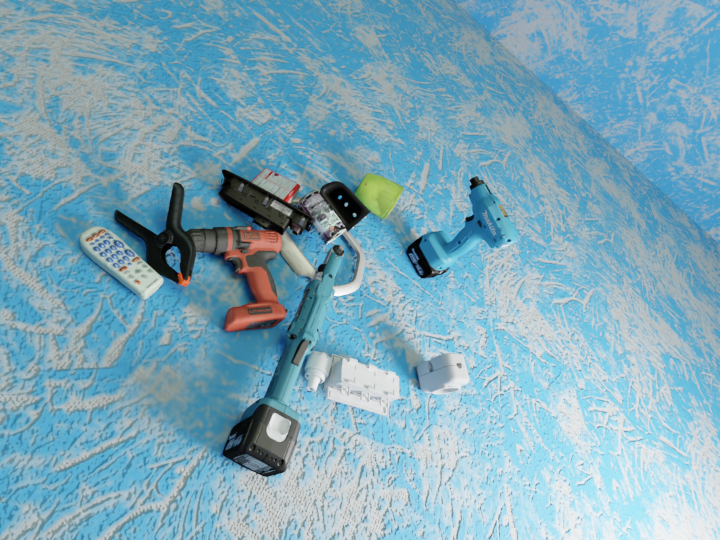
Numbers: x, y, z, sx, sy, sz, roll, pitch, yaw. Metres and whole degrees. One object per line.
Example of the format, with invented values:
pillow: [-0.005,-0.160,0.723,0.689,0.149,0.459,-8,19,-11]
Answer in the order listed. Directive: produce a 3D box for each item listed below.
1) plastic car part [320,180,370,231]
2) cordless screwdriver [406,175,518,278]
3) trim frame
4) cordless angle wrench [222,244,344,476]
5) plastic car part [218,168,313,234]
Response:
plastic car part: [-0.034,-0.149,0.958,0.119,0.066,0.069,51,7,13]
cordless screwdriver: [0.211,-0.088,0.951,0.071,0.254,0.162,-12,76,-41]
trim frame: [-0.087,-0.057,0.886,0.250,0.028,0.180,51,45,3]
cordless angle wrench: [-0.098,0.110,0.714,0.072,0.099,0.428,32,47,-16]
plastic car part: [-0.193,-0.122,0.821,0.204,0.066,0.067,34,76,3]
